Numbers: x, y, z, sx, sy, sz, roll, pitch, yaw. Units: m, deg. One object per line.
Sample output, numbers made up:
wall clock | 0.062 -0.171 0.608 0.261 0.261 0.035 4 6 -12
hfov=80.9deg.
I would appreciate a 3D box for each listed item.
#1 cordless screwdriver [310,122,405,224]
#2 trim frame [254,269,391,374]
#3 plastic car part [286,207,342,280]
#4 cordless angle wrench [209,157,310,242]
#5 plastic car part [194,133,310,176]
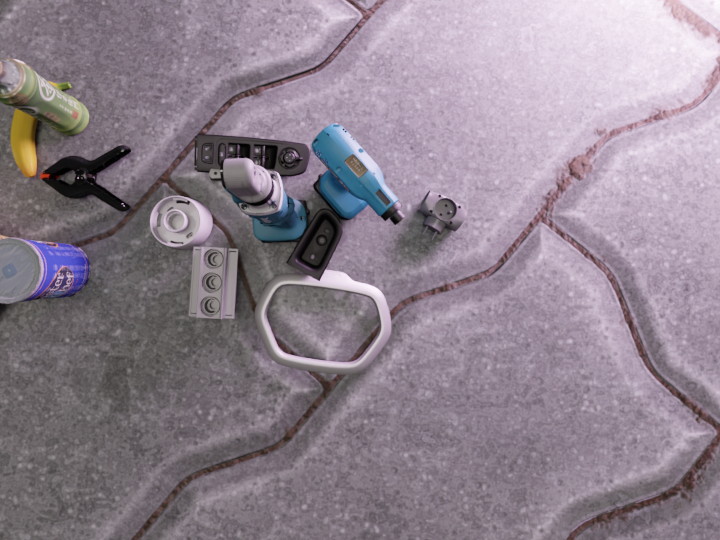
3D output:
cordless screwdriver | -0.007 -0.125 0.667 0.074 0.249 0.160 -41 91 -3
trim frame | -0.068 0.090 0.765 0.249 0.027 0.184 7 87 1
plastic car part | -0.074 -0.048 0.752 0.066 0.071 0.116 29 87 -1
cordless angle wrench | -0.124 -0.088 0.580 0.098 0.423 0.074 -2 90 -4
plastic car part | -0.192 -0.202 0.765 0.203 0.067 0.066 3 88 0
